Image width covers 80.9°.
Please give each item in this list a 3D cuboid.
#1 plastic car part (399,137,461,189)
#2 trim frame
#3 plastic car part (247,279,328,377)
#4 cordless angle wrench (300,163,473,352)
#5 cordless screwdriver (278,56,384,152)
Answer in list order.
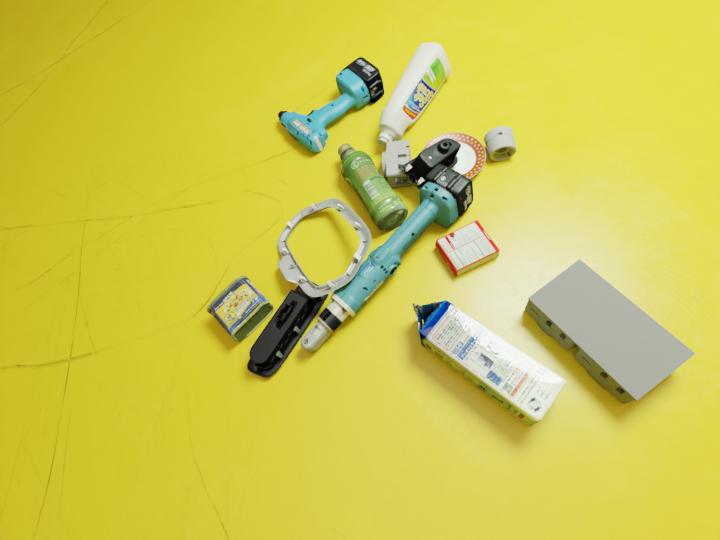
[{"bbox_3d":[0.147,-0.220,0.821,0.115,0.070,0.067,-36,79,-15],"label":"plastic car part"},{"bbox_3d":[-0.080,-0.053,0.823,0.184,0.026,0.262,-42,46,4],"label":"trim frame"},{"bbox_3d":[-0.139,0.103,0.780,0.069,0.065,0.203,28,76,17],"label":"plastic car part"},{"bbox_3d":[0.042,-0.014,0.775,0.422,0.093,0.078,-47,60,-7],"label":"cordless angle wrench"},{"bbox_3d":[-0.075,-0.406,1.018,0.248,0.071,0.167,-43,61,-4],"label":"cordless screwdriver"}]
